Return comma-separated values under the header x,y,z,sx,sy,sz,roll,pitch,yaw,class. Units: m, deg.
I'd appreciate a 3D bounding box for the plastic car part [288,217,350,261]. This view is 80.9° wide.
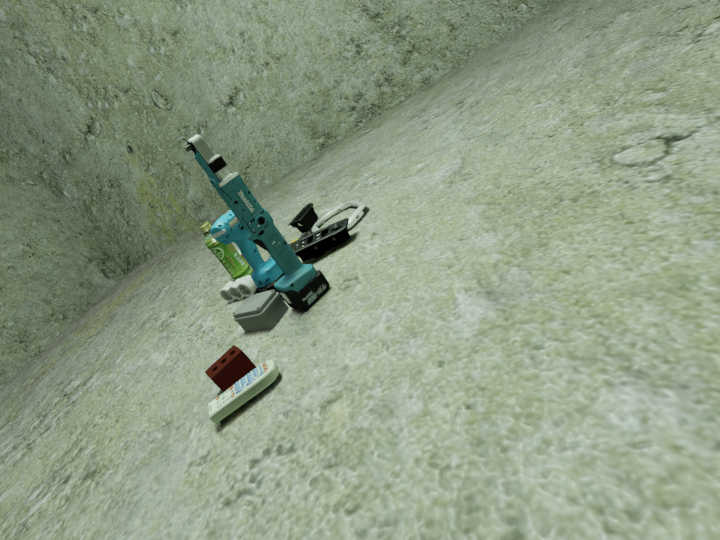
x,y,z,sx,sy,sz,roll,pitch,yaw,class
-0.111,-0.073,1.136,0.206,0.065,0.067,-28,21,15,plastic car part

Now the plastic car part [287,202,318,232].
x,y,z,sx,sy,sz,roll,pitch,yaw,class
-0.177,-0.168,1.411,0.068,0.069,0.116,-14,29,43,plastic car part

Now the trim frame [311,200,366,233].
x,y,z,sx,sy,sz,roll,pitch,yaw,class
-0.073,-0.156,1.299,0.183,0.026,0.258,-38,23,-8,trim frame

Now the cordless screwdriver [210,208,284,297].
x,y,z,sx,sy,sz,roll,pitch,yaw,class
-0.256,-0.053,1.068,0.077,0.241,0.159,-21,23,34,cordless screwdriver

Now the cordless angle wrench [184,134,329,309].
x,y,z,sx,sy,sz,roll,pitch,yaw,class
-0.219,-0.101,0.891,0.097,0.410,0.077,-42,19,-23,cordless angle wrench
